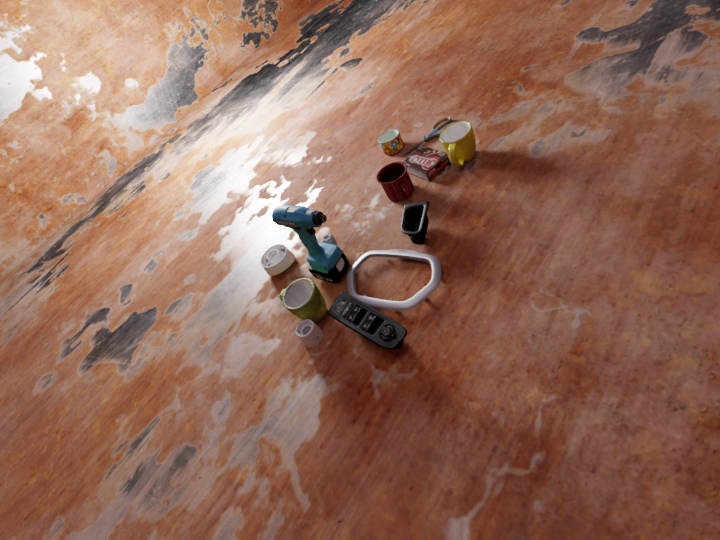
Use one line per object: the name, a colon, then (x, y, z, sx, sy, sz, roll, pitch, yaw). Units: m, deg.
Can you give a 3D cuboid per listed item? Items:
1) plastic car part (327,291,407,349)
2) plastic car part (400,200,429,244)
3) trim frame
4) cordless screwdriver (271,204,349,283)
plastic car part: (0.019, 0.121, 0.936, 0.215, 0.063, 0.066, 23, 66, 45)
plastic car part: (0.143, -0.110, 1.065, 0.068, 0.067, 0.118, -8, 47, 28)
trim frame: (0.075, 0.015, 1.026, 0.261, 0.026, 0.185, 4, 55, 37)
cordless screwdriver: (-0.104, -0.068, 1.064, 0.168, 0.236, 0.074, 10, 56, 40)
